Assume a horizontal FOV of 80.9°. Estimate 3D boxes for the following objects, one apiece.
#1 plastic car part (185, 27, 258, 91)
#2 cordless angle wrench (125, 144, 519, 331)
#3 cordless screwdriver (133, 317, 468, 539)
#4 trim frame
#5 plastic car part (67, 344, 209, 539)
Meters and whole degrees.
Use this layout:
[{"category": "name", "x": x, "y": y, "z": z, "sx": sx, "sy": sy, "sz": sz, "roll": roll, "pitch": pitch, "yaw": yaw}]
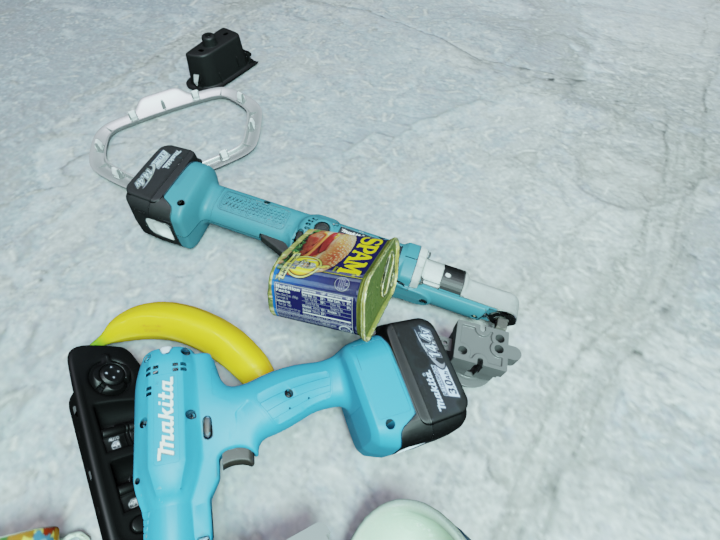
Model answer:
[{"category": "plastic car part", "x": -0.226, "y": -0.339, "z": 0.665, "sx": 0.068, "sy": 0.069, "sz": 0.116, "roll": 29, "pitch": 58, "yaw": 17}, {"category": "cordless angle wrench", "x": -0.045, "y": -0.029, "z": 0.458, "sx": 0.432, "sy": 0.072, "sz": 0.098, "roll": 19, "pitch": 59, "yaw": 10}, {"category": "cordless screwdriver", "x": -0.042, "y": 0.127, "z": 0.327, "sx": 0.244, "sy": 0.073, "sz": 0.165, "roll": -7, "pitch": 59, "yaw": -14}, {"category": "trim frame", "x": -0.256, "y": -0.196, "z": 0.596, "sx": 0.245, "sy": 0.026, "sz": 0.193, "roll": -27, "pitch": 59, "yaw": -14}, {"category": "plastic car part", "x": -0.190, "y": 0.152, "z": 0.342, "sx": 0.063, "sy": 0.067, "sz": 0.212, "roll": -2, "pitch": 50, "yaw": -48}]
